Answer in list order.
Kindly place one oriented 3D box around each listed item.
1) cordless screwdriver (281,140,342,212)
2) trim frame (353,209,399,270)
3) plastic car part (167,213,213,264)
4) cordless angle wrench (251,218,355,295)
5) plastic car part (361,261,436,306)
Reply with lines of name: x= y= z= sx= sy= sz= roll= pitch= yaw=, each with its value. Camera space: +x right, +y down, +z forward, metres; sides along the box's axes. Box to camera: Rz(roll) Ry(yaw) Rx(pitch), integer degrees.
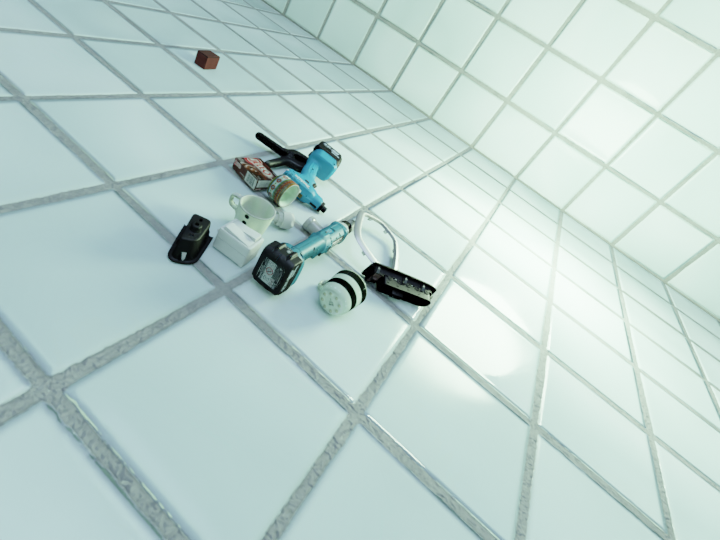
cordless screwdriver: x=-0.126 y=-0.278 z=1.265 sx=0.157 sy=0.075 sz=0.249 roll=39 pitch=42 yaw=-8
trim frame: x=0.049 y=-0.075 z=1.160 sx=0.179 sy=0.028 sz=0.253 roll=39 pitch=27 yaw=-17
plastic car part: x=-0.332 y=-0.070 z=0.839 sx=0.064 sy=0.071 sz=0.119 roll=23 pitch=31 yaw=-14
cordless angle wrench: x=-0.099 y=-0.065 z=1.010 sx=0.076 sy=0.098 sz=0.415 roll=36 pitch=29 yaw=8
plastic car part: x=0.104 y=0.042 z=1.058 sx=0.196 sy=0.066 sz=0.069 roll=18 pitch=46 yaw=-21
